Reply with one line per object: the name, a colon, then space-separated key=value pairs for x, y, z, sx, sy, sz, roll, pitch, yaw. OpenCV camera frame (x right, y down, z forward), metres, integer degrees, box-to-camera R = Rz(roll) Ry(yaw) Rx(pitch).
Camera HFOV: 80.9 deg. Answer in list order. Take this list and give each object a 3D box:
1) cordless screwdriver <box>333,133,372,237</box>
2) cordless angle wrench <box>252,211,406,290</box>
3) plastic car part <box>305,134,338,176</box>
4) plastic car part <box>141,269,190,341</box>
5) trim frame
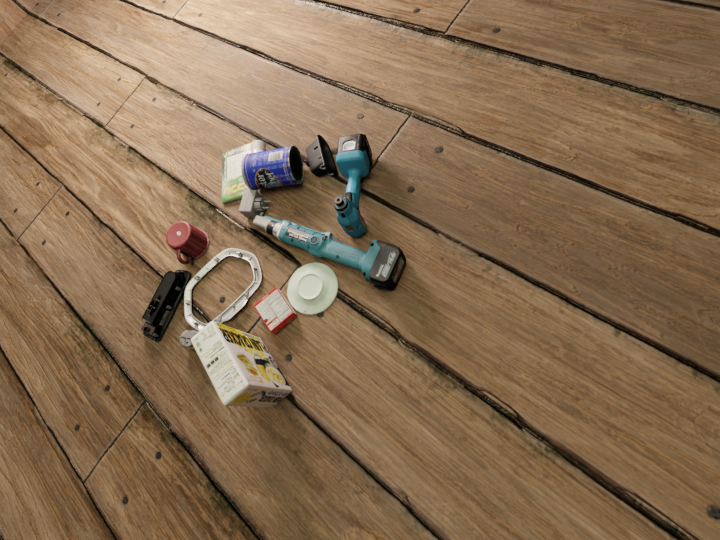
cordless screwdriver: x=-0.025 y=-0.218 z=1.016 sx=0.076 sy=0.152 sz=0.254 roll=-4 pitch=67 yaw=16
cordless angle wrench: x=-0.101 y=-0.066 z=1.035 sx=0.443 sy=0.071 sz=0.098 roll=20 pitch=78 yaw=28
plastic car part: x=-0.115 y=-0.299 z=1.138 sx=0.072 sy=0.062 sz=0.121 roll=-31 pitch=59 yaw=21
plastic car part: x=-0.535 y=0.083 z=1.142 sx=0.070 sy=0.063 sz=0.203 roll=16 pitch=74 yaw=30
trim frame: x=-0.368 y=0.047 z=1.111 sx=0.248 sy=0.026 sz=0.193 roll=-42 pitch=63 yaw=-1
